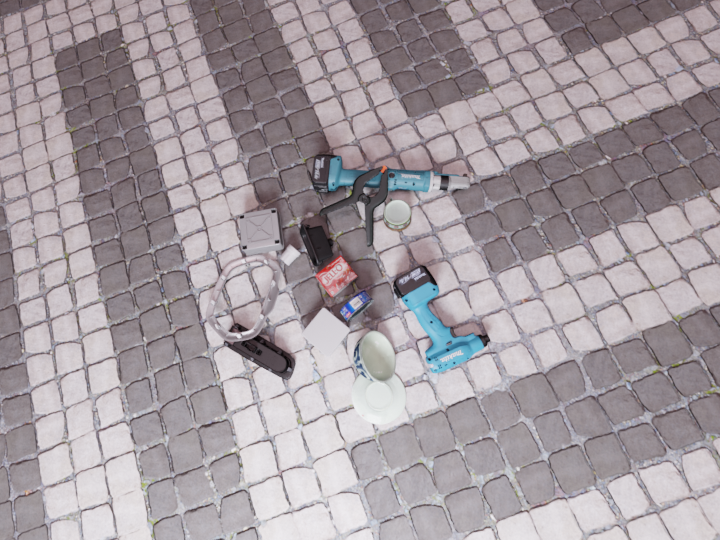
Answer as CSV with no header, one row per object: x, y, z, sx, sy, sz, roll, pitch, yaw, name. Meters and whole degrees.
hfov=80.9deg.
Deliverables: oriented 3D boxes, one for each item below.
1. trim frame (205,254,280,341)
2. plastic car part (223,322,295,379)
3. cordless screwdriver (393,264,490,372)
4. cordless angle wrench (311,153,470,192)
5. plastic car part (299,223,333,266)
-0.302,0.065,1.102,0.189,0.026,0.252,9,61,14,trim frame
-0.255,0.203,1.067,0.207,0.065,0.066,27,72,10,plastic car part
0.193,0.106,1.035,0.159,0.073,0.254,-25,77,-2,cordless screwdriver
0.082,-0.251,1.153,0.427,0.072,0.099,5,76,6,cordless angle wrench
-0.111,-0.072,1.132,0.070,0.065,0.119,-23,76,-16,plastic car part
